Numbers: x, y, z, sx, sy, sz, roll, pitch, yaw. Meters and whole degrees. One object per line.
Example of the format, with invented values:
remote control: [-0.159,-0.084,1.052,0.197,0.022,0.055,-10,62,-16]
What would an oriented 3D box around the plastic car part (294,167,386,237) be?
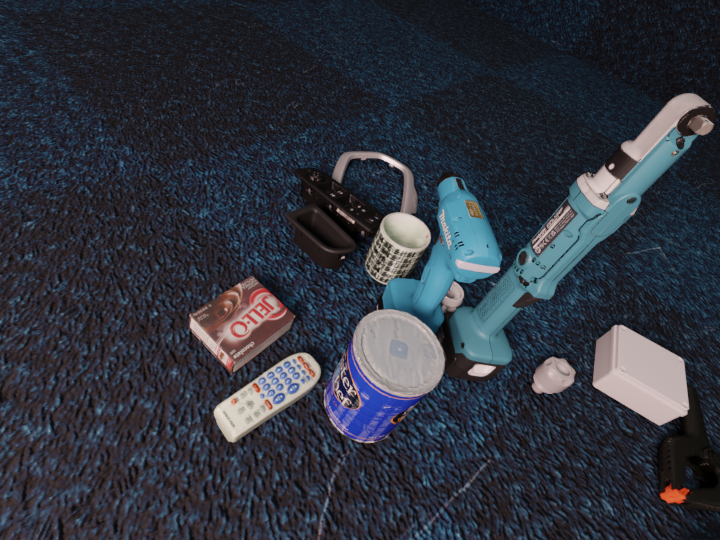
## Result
plastic car part: [-0.041,-0.119,0.763,0.064,0.066,0.211,-29,62,-38]

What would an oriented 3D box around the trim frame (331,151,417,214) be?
trim frame: [0.031,-0.168,0.858,0.183,0.027,0.253,15,45,-3]

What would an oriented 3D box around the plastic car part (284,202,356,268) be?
plastic car part: [-0.067,-0.044,0.681,0.064,0.070,0.121,-27,61,-37]

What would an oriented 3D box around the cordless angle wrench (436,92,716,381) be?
cordless angle wrench: [0.212,-0.007,0.490,0.073,0.418,0.101,11,47,-13]

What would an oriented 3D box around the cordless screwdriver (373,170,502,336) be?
cordless screwdriver: [0.090,0.000,0.566,0.073,0.246,0.164,9,47,-15]
